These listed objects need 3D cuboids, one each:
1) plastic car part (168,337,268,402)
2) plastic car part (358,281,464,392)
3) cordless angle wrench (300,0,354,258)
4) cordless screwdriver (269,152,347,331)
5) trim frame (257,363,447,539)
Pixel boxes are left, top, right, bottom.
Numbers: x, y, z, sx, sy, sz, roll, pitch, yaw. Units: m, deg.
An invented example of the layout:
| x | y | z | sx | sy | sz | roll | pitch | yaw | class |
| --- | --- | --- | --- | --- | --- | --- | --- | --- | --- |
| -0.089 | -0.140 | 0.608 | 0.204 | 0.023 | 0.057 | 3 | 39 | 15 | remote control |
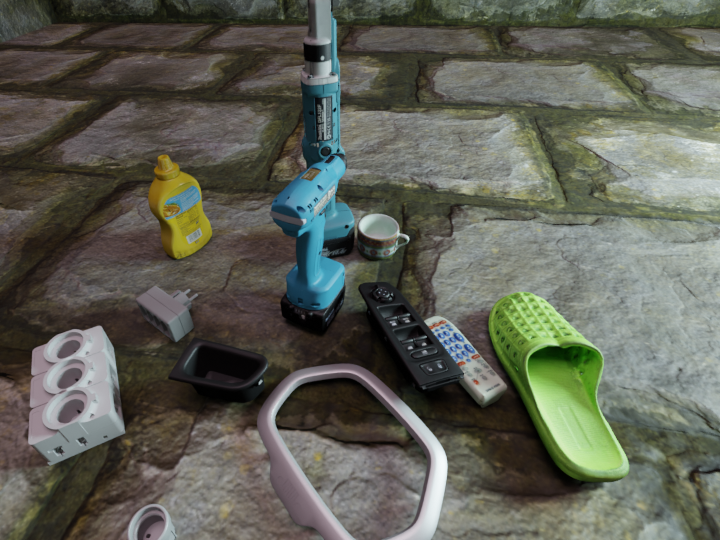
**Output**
| x | y | z | sx | sy | sz | roll | pitch | yaw | class |
| --- | --- | --- | --- | --- | --- | --- | --- | --- | --- |
| -0.176 | 0.142 | 0.552 | 0.119 | 0.068 | 0.066 | 10 | 43 | 13 | plastic car part |
| 0.059 | 0.091 | 0.598 | 0.065 | 0.065 | 0.214 | -16 | 44 | -16 | plastic car part |
| -0.059 | -0.198 | 0.667 | 0.096 | 0.409 | 0.078 | -9 | 43 | -12 | cordless angle wrench |
| -0.060 | -0.039 | 0.617 | 0.077 | 0.241 | 0.159 | 17 | 44 | 17 | cordless screwdriver |
| -0.016 | 0.209 | 0.500 | 0.180 | 0.026 | 0.263 | -30 | 49 | -27 | trim frame |
